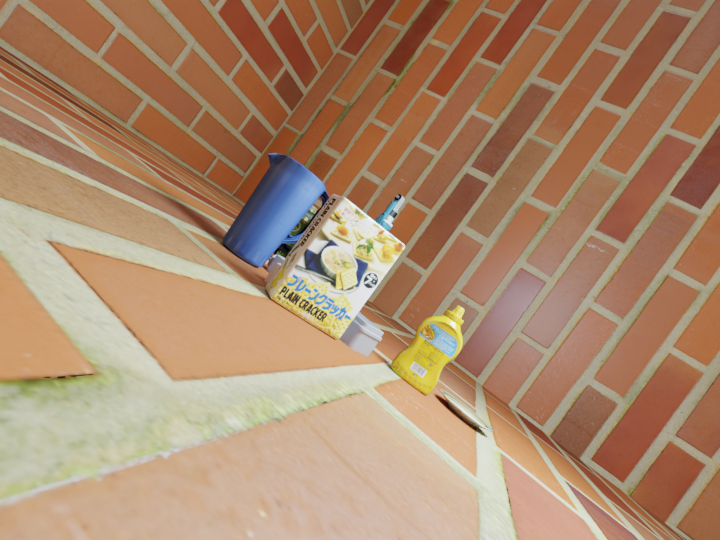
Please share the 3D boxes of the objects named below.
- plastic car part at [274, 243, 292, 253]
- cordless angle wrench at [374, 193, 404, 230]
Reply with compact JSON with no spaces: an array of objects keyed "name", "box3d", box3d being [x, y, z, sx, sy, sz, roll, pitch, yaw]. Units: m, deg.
[{"name":"plastic car part","box3d":[-0.312,-0.104,1.363,0.213,0.067,0.063,36,0,27]},{"name":"cordless angle wrench","box3d":[0.020,-0.083,1.451,0.092,0.423,0.079,36,0,-42]}]
